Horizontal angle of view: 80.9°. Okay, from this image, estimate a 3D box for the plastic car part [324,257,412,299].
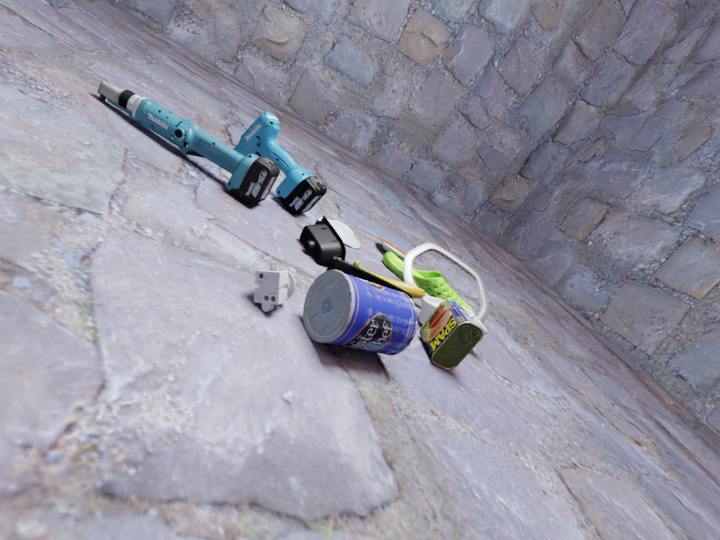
[{"bbox_3d":[0.008,0.037,0.794,0.194,0.066,0.070,24,-4,-26],"label":"plastic car part"}]

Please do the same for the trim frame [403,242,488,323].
[{"bbox_3d":[0.204,0.037,1.006,0.244,0.028,0.185,33,54,-9],"label":"trim frame"}]

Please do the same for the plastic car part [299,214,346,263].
[{"bbox_3d":[-0.085,-0.056,0.869,0.068,0.065,0.123,0,40,-36],"label":"plastic car part"}]

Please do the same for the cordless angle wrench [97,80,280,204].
[{"bbox_3d":[-0.373,-0.286,0.897,0.424,0.098,0.074,31,15,2],"label":"cordless angle wrench"}]

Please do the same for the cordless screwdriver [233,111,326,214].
[{"bbox_3d":[-0.208,-0.243,1.033,0.252,0.161,0.072,54,24,6],"label":"cordless screwdriver"}]
